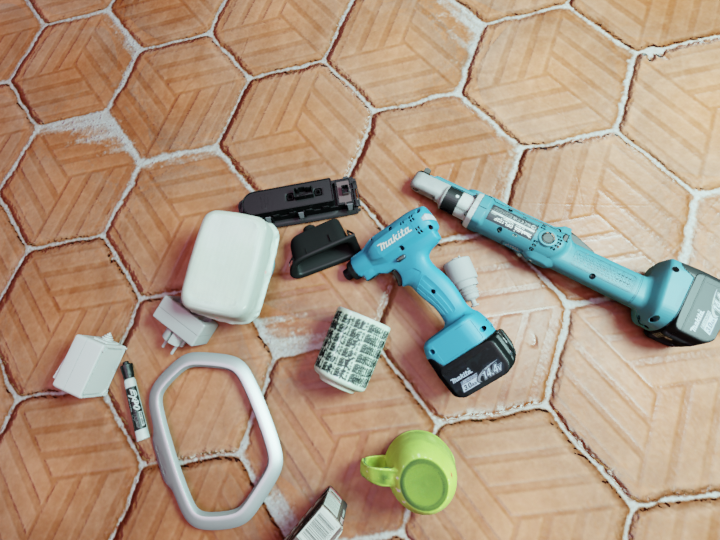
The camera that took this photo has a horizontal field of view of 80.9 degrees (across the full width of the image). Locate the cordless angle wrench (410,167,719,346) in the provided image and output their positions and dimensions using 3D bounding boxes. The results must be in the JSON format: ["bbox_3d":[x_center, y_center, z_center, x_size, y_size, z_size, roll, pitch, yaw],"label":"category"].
[{"bbox_3d":[0.263,-0.039,0.607,0.437,0.072,0.098,30,80,17],"label":"cordless angle wrench"}]

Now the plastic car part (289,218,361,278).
[{"bbox_3d":[-0.065,-0.042,0.662,0.117,0.063,0.074,-19,59,5],"label":"plastic car part"}]

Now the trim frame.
[{"bbox_3d":[-0.218,0.240,0.617,0.184,0.027,0.255,-27,74,-1],"label":"trim frame"}]

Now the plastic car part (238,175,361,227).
[{"bbox_3d":[-0.105,-0.110,0.684,0.205,0.065,0.067,-10,82,8],"label":"plastic car part"}]

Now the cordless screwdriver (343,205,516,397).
[{"bbox_3d":[0.088,0.051,0.594,0.161,0.071,0.255,-37,73,24],"label":"cordless screwdriver"}]
